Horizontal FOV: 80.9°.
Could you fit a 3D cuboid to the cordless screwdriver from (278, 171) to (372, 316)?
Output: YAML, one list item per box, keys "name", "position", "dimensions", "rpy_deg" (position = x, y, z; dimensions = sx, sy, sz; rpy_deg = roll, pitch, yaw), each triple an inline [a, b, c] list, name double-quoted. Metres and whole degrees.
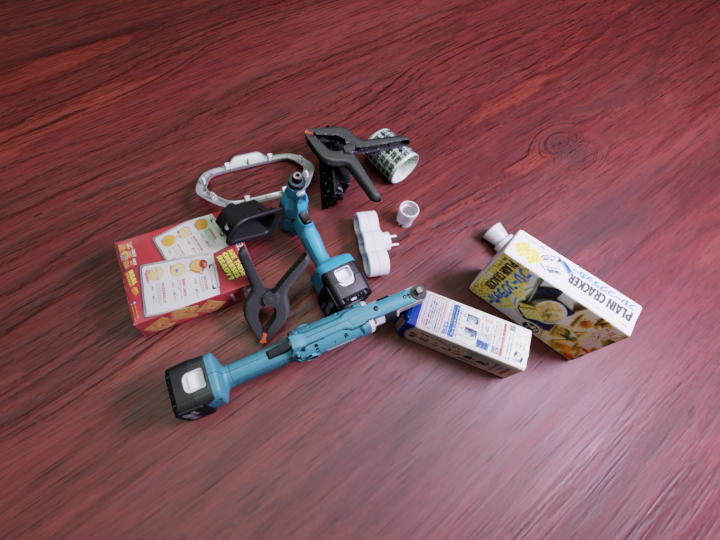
- name: "cordless screwdriver"
  position: [-0.074, -0.048, 0.755]
  dimensions: [0.073, 0.157, 0.258]
  rpy_deg: [-23, 68, -23]

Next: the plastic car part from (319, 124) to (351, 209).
- name: "plastic car part"
  position: [-0.055, -0.228, 0.908]
  dimensions: [0.065, 0.066, 0.209]
  rpy_deg: [0, 61, -18]

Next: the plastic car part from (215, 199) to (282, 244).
- name: "plastic car part"
  position: [-0.209, -0.095, 0.760]
  dimensions: [0.074, 0.065, 0.112]
  rpy_deg: [43, 36, 21]

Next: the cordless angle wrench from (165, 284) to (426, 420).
- name: "cordless angle wrench"
  position: [-0.087, 0.115, 0.671]
  dimensions: [0.419, 0.095, 0.077]
  rpy_deg: [-22, 68, -8]

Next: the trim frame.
- name: "trim frame"
  position: [-0.215, -0.194, 0.871]
  dimensions: [0.244, 0.026, 0.194]
  rpy_deg: [-18, 43, -13]
